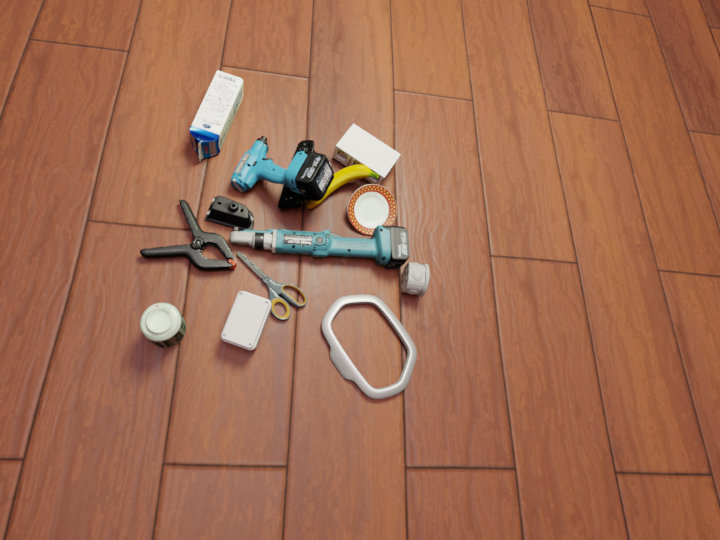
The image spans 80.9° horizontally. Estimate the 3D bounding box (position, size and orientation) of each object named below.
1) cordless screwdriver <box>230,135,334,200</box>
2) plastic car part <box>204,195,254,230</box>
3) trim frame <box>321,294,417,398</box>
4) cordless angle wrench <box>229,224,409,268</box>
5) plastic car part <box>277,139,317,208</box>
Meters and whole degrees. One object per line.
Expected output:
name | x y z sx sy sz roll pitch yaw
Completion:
cordless screwdriver | -0.184 -0.255 1.020 0.260 0.071 0.160 11 66 26
plastic car part | -0.308 -0.142 1.005 0.116 0.070 0.067 17 70 -1
trim frame | 0.019 0.168 0.968 0.181 0.027 0.253 -33 80 -20
cordless angle wrench | -0.099 -0.065 1.013 0.419 0.073 0.100 3 71 -6
plastic car part | -0.146 -0.240 1.070 0.063 0.069 0.206 28 64 -44
